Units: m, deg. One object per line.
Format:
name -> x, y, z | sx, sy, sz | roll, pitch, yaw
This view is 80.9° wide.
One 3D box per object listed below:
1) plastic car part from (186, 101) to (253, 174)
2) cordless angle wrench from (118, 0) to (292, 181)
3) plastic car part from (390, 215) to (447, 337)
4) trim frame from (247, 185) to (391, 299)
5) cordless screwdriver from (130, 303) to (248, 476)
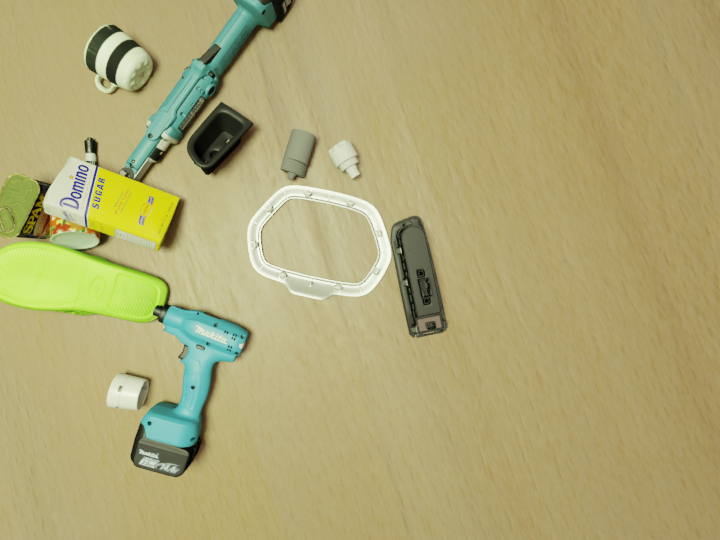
plastic car part -> -0.239, -0.208, 0.704 | 0.066, 0.071, 0.116 | 33, 73, -1
cordless angle wrench -> -0.270, -0.318, 0.707 | 0.074, 0.098, 0.423 | 37, 93, -2
plastic car part -> 0.095, 0.010, 0.698 | 0.067, 0.066, 0.204 | -12, 85, 5
trim frame -> -0.070, -0.046, 0.718 | 0.248, 0.027, 0.184 | 13, 89, 0
cordless screwdriver -> -0.300, 0.186, 0.689 | 0.158, 0.074, 0.249 | 21, 85, -3
